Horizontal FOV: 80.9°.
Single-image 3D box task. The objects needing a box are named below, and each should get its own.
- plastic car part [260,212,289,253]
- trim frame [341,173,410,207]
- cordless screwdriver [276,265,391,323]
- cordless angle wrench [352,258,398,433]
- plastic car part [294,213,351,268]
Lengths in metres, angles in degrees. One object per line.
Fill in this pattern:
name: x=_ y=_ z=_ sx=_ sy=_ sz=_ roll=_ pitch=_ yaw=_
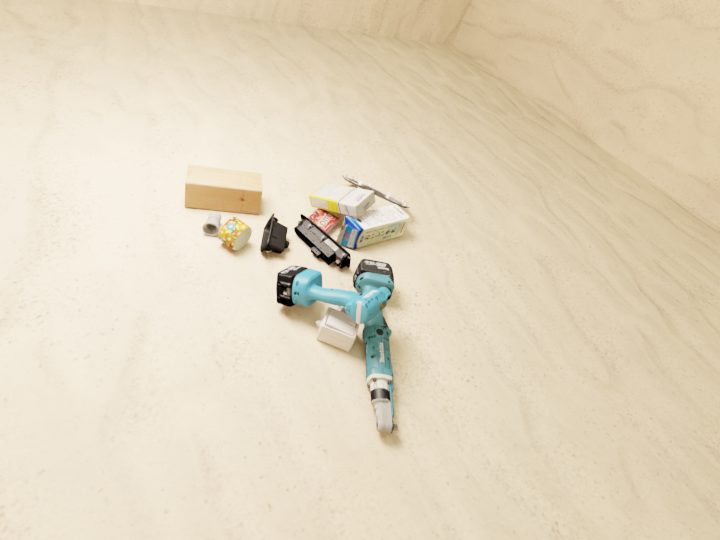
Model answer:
plastic car part: x=-0.225 y=-0.085 z=1.133 sx=0.068 sy=0.066 sz=0.120 roll=19 pitch=43 yaw=-23
trim frame: x=0.051 y=-0.260 z=1.378 sx=0.253 sy=0.027 sz=0.182 roll=29 pitch=15 yaw=8
cordless screwdriver: x=-0.060 y=0.047 z=0.963 sx=0.260 sy=0.073 sz=0.155 roll=12 pitch=19 yaw=27
cordless angle wrench: x=0.037 y=0.153 z=0.958 sx=0.096 sy=0.073 sz=0.436 roll=9 pitch=45 yaw=-11
plastic car part: x=-0.113 y=-0.074 z=1.159 sx=0.066 sy=0.064 sz=0.212 roll=-37 pitch=63 yaw=-15
